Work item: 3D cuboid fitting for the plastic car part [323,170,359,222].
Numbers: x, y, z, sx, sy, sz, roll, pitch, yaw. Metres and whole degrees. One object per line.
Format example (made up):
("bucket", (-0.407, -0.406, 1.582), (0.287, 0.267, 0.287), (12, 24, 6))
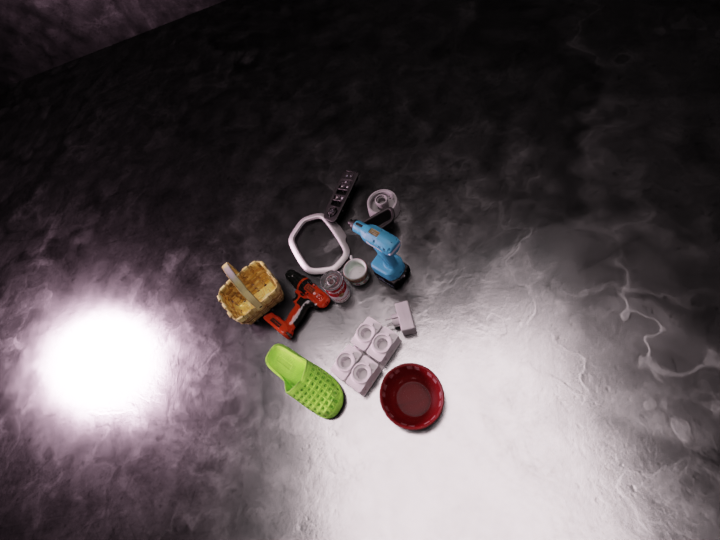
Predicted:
("plastic car part", (-0.065, -0.246, 1.456), (0.069, 0.064, 0.204), (16, 69, 24))

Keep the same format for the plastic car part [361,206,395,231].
("plastic car part", (0.065, -0.144, 1.353), (0.117, 0.067, 0.069), (-30, 58, 1))

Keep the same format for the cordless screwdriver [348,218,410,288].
("cordless screwdriver", (0.053, -0.052, 1.205), (0.167, 0.237, 0.074), (33, 76, 29))

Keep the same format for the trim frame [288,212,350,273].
("trim frame", (-0.139, -0.091, 1.419), (0.184, 0.026, 0.261), (-34, 57, -1))
